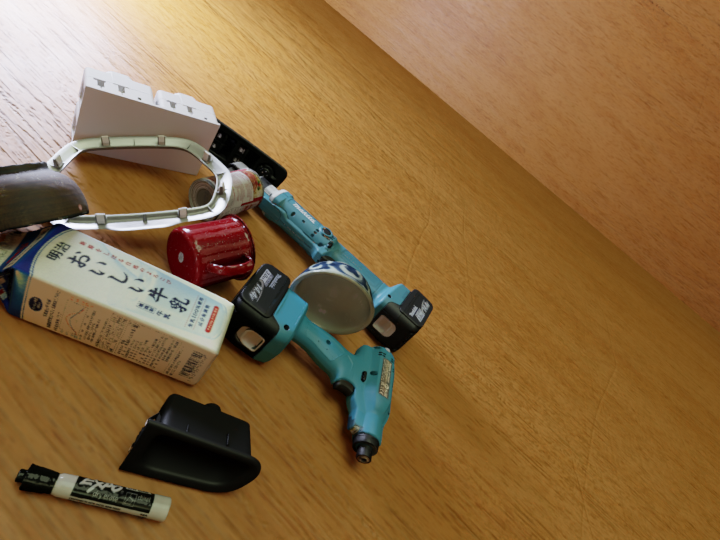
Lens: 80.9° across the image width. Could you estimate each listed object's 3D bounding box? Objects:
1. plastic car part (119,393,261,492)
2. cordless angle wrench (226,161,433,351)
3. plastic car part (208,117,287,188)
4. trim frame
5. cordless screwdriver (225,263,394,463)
[{"bbox_3d":[-0.155,0.159,0.408,0.112,0.066,0.074,27,22,-24],"label":"plastic car part"},{"bbox_3d":[-0.070,-0.046,0.716,0.431,0.074,0.096,42,33,10],"label":"cordless angle wrench"},{"bbox_3d":[-0.228,-0.217,0.783,0.201,0.066,0.067,34,8,-4],"label":"plastic car part"},{"bbox_3d":[-0.297,-0.122,0.567,0.240,0.027,0.192,-7,57,-24],"label":"trim frame"},{"bbox_3d":[-0.063,0.113,0.531,0.244,0.075,0.161,36,34,-11],"label":"cordless screwdriver"}]
